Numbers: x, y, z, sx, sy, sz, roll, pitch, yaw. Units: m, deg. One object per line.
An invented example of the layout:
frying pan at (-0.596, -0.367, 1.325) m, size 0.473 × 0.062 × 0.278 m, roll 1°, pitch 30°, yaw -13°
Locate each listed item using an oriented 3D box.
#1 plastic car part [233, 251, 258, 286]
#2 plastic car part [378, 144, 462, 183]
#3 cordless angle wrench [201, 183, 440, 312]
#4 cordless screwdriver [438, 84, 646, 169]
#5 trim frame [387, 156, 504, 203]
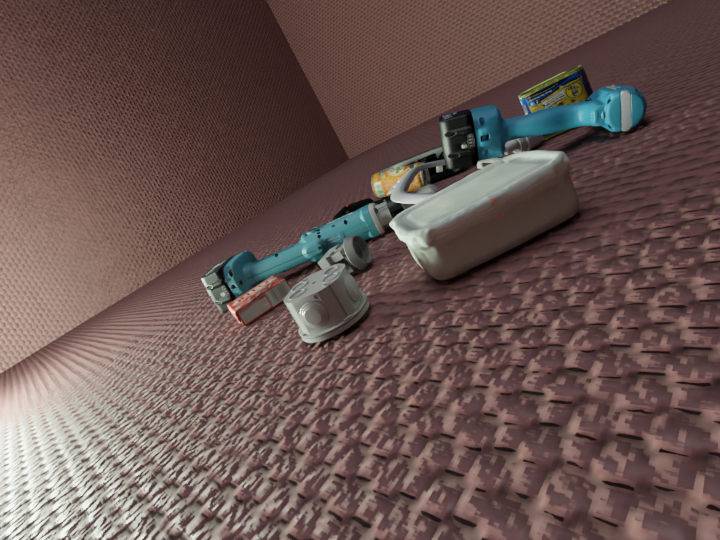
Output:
plastic car part at (-0.243, 0.008, 0.866) m, size 0.071 × 0.065 × 0.119 m, roll -44°, pitch 13°, yaw -3°
plastic car part at (0.136, -0.205, 0.867) m, size 0.064 × 0.067 × 0.211 m, roll -6°, pitch -4°, yaw -42°
cordless angle wrench at (-0.070, -0.046, 0.712) m, size 0.430 × 0.073 × 0.098 m, roll -22°, pitch 16°, yaw 16°
cordless screwdriver at (0.246, -0.216, 0.616) m, size 0.257 × 0.072 × 0.158 m, roll -6°, pitch 23°, yaw 22°
trim frame at (0.132, -0.132, 0.614) m, size 0.190 × 0.027 × 0.248 m, roll -2°, pitch 27°, yaw 18°
